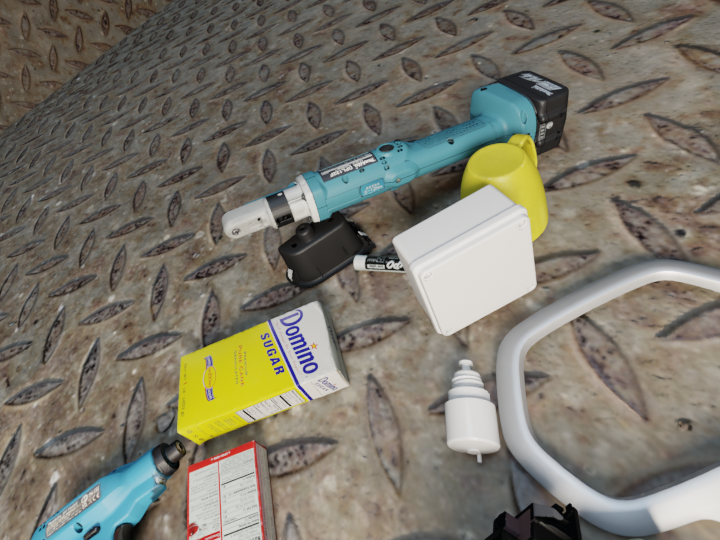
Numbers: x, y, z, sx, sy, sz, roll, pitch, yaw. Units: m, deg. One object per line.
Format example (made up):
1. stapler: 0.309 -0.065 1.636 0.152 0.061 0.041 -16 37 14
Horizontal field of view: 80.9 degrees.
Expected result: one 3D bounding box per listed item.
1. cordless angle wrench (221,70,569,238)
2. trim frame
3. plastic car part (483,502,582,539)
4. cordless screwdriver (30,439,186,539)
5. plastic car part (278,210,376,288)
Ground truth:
1. cordless angle wrench: 0.035 -0.126 0.508 0.421 0.071 0.103 -22 45 -5
2. trim frame: 0.227 0.083 0.321 0.249 0.026 0.194 -28 45 0
3. plastic car part: 0.076 0.200 0.201 0.066 0.067 0.202 -55 1 30
4. cordless screwdriver: -0.191 0.276 0.343 0.158 0.070 0.263 -38 43 -7
5. plastic car part: -0.052 -0.034 0.528 0.116 0.067 0.070 -33 44 -6
